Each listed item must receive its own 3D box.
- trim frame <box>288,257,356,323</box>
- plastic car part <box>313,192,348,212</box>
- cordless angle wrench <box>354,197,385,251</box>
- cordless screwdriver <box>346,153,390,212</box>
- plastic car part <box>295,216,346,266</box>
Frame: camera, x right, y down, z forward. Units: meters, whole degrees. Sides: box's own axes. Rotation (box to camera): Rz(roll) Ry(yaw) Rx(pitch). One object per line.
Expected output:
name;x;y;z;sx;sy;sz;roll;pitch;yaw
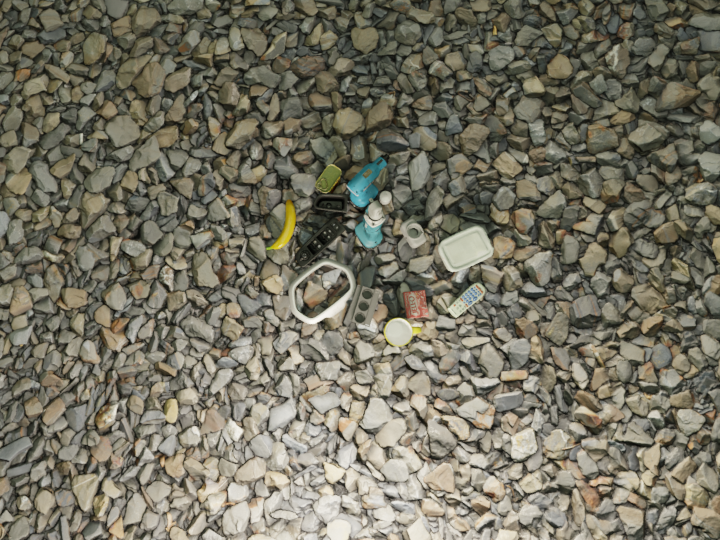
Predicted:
trim frame;-0.133;0.070;1.447;0.248;0.027;0.188;-38;80;-3
plastic car part;-0.103;-0.231;1.475;0.117;0.070;0.066;4;82;3
cordless angle wrench;0.035;-0.139;1.274;0.074;0.418;0.099;-33;85;-5
cordless screwdriver;0.026;-0.286;1.387;0.159;0.246;0.075;-45;86;-5
plastic car part;-0.142;-0.093;1.456;0.202;0.066;0.067;-43;83;-4
